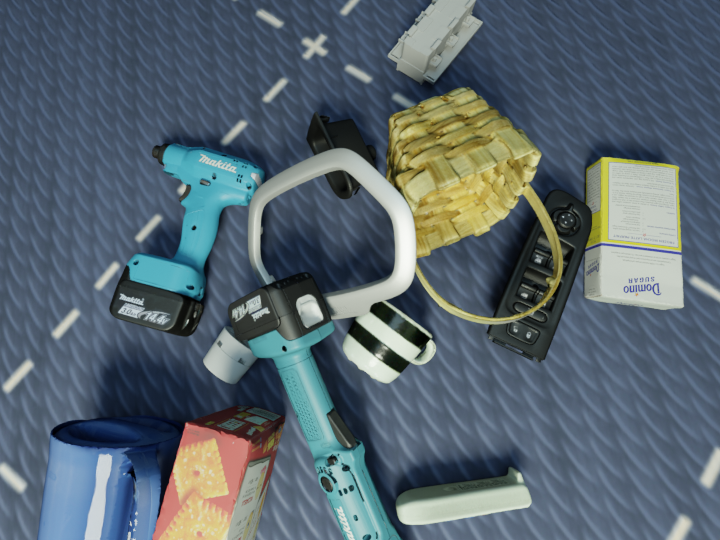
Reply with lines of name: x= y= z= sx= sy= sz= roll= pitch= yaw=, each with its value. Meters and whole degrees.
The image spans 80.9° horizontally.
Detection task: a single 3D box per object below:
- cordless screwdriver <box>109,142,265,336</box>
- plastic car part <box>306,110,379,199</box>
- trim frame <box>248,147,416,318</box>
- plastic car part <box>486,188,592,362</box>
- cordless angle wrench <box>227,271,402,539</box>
cordless screwdriver: x=-0.241 y=-0.050 z=0.549 sx=0.162 sy=0.073 sz=0.250 roll=18 pitch=74 yaw=7
plastic car part: x=-0.017 y=-0.156 z=0.569 sx=0.070 sy=0.066 sz=0.119 roll=-26 pitch=80 yaw=-19
trim frame: x=-0.047 y=-0.031 z=0.479 sx=0.258 sy=0.026 sz=0.184 roll=-16 pitch=92 yaw=38
plastic car part: x=0.214 y=0.003 z=0.503 sx=0.068 sy=0.065 sz=0.203 roll=24 pitch=83 yaw=14
cordless angle wrench: x=-0.019 y=0.213 z=0.456 sx=0.100 sy=0.071 sz=0.427 roll=-29 pitch=82 yaw=40
